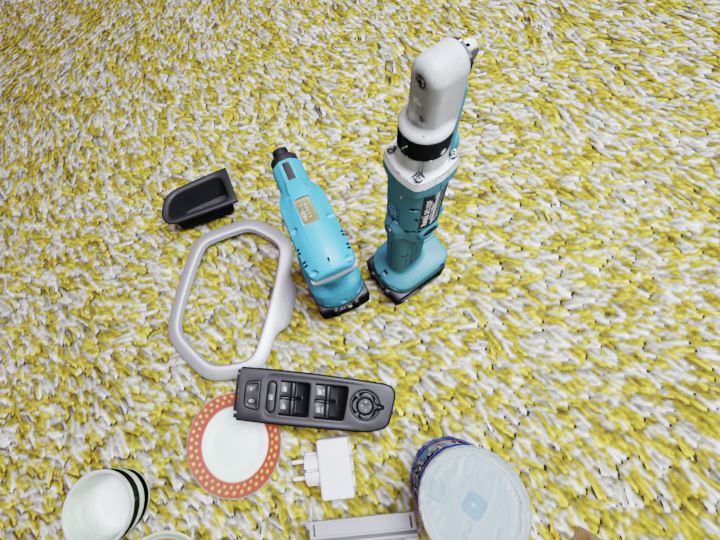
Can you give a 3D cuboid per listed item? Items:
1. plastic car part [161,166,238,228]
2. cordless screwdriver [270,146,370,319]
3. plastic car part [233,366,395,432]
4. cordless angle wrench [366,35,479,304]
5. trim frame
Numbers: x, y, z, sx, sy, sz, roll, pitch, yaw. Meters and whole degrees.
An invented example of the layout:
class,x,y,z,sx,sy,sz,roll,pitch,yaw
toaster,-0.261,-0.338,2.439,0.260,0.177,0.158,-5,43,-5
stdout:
class,x,y,z,sx,sy,sz,roll,pitch,yaw
plastic car part,-0.251,-0.103,0.676,0.116,0.069,0.068,-24,71,-2
cordless screwdriver,-0.052,-0.034,0.529,0.074,0.241,0.164,-24,71,-4
plastic car part,-0.058,0.169,0.550,0.206,0.065,0.067,3,71,9
cordless angle wrench,0.055,-0.060,0.433,0.097,0.411,0.077,-35,74,-8
trim frame,-0.191,0.038,0.639,0.188,0.027,0.252,7,71,11
